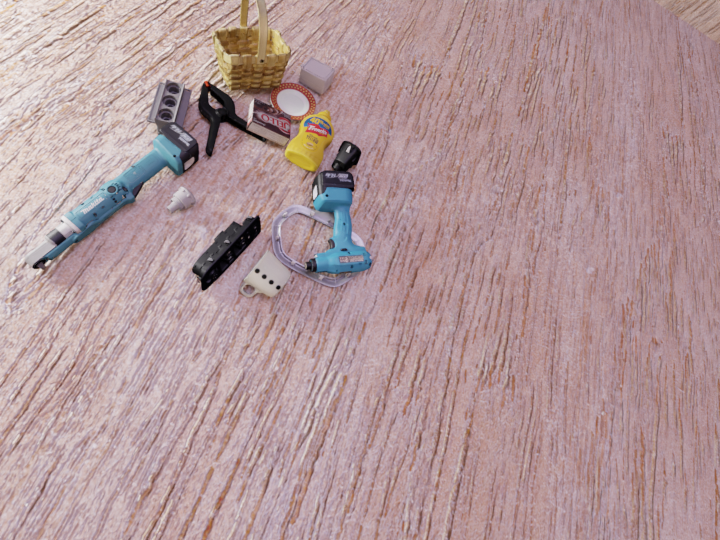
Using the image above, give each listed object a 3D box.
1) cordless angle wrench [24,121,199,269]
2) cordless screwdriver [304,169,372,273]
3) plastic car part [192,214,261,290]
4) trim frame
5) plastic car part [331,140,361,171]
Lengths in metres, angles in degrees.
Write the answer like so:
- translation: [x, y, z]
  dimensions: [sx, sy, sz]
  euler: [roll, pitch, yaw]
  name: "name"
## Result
- translation: [-0.527, -0.162, 0.910]
  dimensions: [0.098, 0.075, 0.420]
  euler: [39, 64, -1]
  name: "cordless angle wrench"
- translation: [-0.072, -0.113, 1.008]
  dimensions: [0.154, 0.075, 0.254]
  euler: [-5, 74, -21]
  name: "cordless screwdriver"
- translation: [-0.301, -0.049, 0.937]
  dimensions: [0.068, 0.065, 0.203]
  euler: [29, 62, 3]
  name: "plastic car part"
- translation: [-0.101, -0.066, 1.029]
  dimensions: [0.247, 0.027, 0.185]
  euler: [26, 61, -4]
  name: "trim frame"
- translation: [-0.045, -0.286, 1.102]
  dimensions: [0.066, 0.117, 0.071]
  euler: [38, 85, -4]
  name: "plastic car part"
